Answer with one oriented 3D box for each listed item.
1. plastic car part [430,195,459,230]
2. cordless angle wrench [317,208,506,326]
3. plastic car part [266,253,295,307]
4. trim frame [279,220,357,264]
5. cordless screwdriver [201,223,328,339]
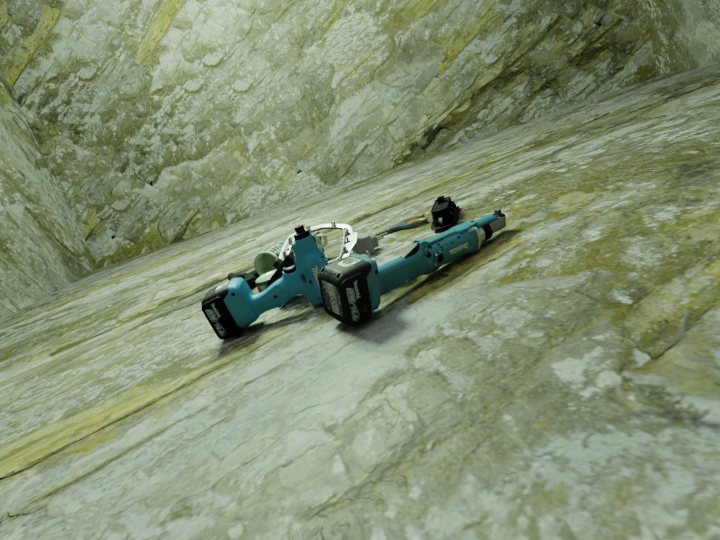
[{"bbox_3d":[0.214,-0.153,1.081,0.068,0.065,0.202,-7,22,18],"label":"plastic car part"},{"bbox_3d":[0.122,-0.028,0.757,0.411,0.095,0.078,-24,23,-28],"label":"cordless angle wrench"},{"bbox_3d":[-0.153,0.008,0.881,0.116,0.071,0.065,-55,-2,26],"label":"plastic car part"},{"bbox_3d":[-0.099,-0.064,1.008,0.187,0.027,0.253,-6,27,7],"label":"trim frame"},{"bbox_3d":[-0.181,0.023,0.807,0.250,0.156,0.075,-21,13,4],"label":"cordless screwdriver"}]
